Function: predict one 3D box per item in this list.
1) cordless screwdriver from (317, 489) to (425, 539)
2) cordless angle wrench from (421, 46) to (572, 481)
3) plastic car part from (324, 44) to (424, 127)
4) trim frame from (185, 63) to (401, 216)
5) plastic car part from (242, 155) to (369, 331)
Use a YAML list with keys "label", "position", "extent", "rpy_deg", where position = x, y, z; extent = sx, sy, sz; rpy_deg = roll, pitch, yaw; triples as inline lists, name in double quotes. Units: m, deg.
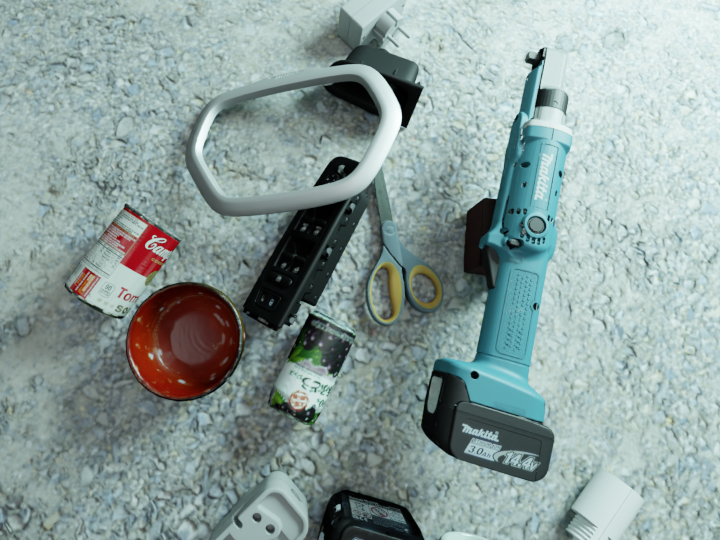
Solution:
- label: "cordless screwdriver"
  position: [-0.028, 0.344, 0.382]
  extent: [0.159, 0.074, 0.250]
  rpy_deg: [10, 83, -1]
- label: "cordless angle wrench"
  position: [0.156, -0.036, 0.413]
  extent: [0.098, 0.074, 0.426]
  rpy_deg: [15, 77, 0]
- label: "plastic car part"
  position: [0.022, -0.234, 0.507]
  extent: [0.118, 0.065, 0.071]
  rpy_deg: [27, 64, 5]
- label: "trim frame"
  position: [-0.081, -0.148, 0.464]
  extent: [0.254, 0.026, 0.188]
  rpy_deg: [-8, 71, 14]
- label: "plastic car part"
  position: [-0.045, -0.029, 0.456]
  extent: [0.063, 0.070, 0.203]
  rpy_deg: [31, 79, -39]
